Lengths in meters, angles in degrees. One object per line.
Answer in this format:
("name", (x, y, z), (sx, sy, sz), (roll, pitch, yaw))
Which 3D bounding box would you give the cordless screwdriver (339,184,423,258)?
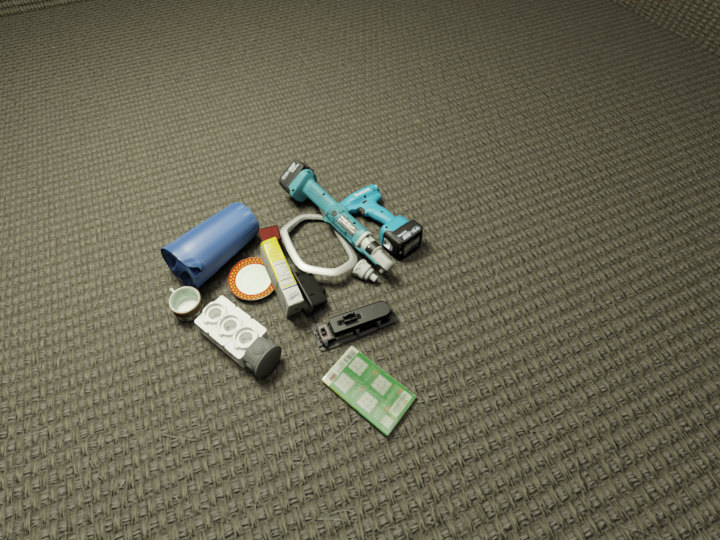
("cordless screwdriver", (0.042, -0.133, 1.166), (0.156, 0.072, 0.262), (-29, 55, -19))

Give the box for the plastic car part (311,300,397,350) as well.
("plastic car part", (-0.011, 0.117, 0.993), (0.199, 0.065, 0.070), (-16, 49, -14))

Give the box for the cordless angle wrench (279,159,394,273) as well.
("cordless angle wrench", (-0.062, -0.146, 1.141), (0.098, 0.071, 0.443), (-49, 62, 9))

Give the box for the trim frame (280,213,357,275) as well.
("trim frame", (-0.111, -0.072, 1.133), (0.179, 0.027, 0.262), (-16, 47, -21))

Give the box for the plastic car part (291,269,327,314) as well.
("plastic car part", (-0.124, 0.053, 1.046), (0.069, 0.065, 0.122), (-19, 57, -31))
